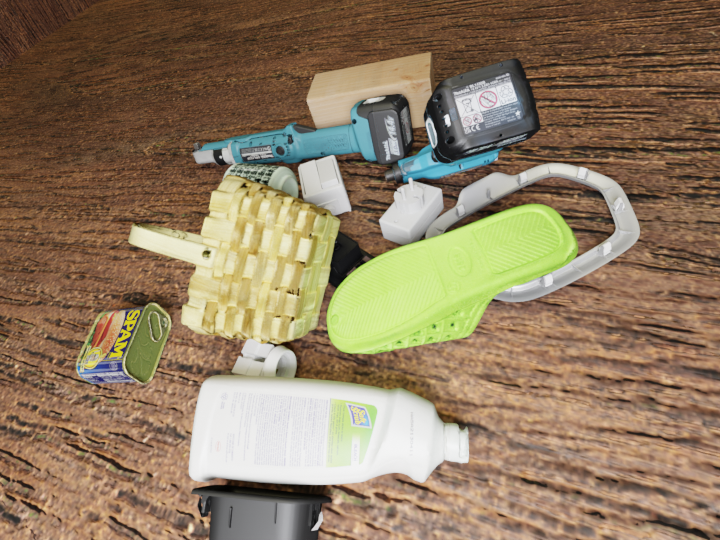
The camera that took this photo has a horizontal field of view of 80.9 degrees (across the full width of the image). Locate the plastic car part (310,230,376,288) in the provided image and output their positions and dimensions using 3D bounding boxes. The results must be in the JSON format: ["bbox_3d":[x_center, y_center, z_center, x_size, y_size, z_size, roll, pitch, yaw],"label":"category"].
[{"bbox_3d":[-0.056,-0.037,0.576,0.066,0.063,0.215,-48,49,-12],"label":"plastic car part"}]

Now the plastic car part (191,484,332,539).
[{"bbox_3d":[-0.087,0.232,0.372,0.120,0.063,0.072,0,67,16],"label":"plastic car part"}]

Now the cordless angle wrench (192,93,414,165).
[{"bbox_3d":[-0.127,-0.220,0.737,0.440,0.094,0.074,1,32,26],"label":"cordless angle wrench"}]

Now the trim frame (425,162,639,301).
[{"bbox_3d":[0.202,-0.057,0.517,0.248,0.026,0.194,-29,47,-2],"label":"trim frame"}]

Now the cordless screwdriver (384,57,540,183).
[{"bbox_3d":[0.105,-0.155,0.518,0.161,0.074,0.246,-15,1,7],"label":"cordless screwdriver"}]
